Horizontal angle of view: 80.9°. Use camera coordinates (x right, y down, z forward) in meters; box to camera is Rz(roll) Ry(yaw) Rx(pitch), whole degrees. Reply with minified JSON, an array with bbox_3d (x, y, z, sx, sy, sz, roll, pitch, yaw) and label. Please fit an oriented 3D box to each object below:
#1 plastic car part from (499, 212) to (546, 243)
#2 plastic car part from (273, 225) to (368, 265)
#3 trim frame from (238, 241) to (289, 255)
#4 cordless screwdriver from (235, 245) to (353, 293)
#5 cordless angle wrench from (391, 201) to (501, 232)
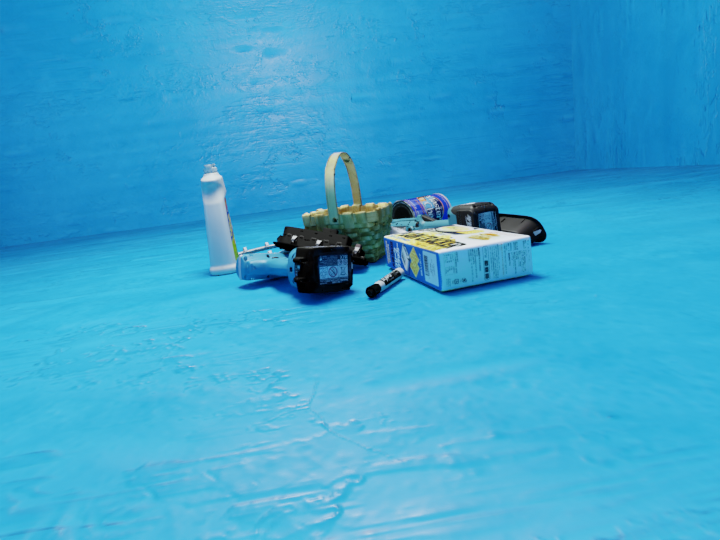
[{"bbox_3d":[0.312,-0.076,0.882,0.069,0.064,0.122,-30,25,-25],"label":"plastic car part"},{"bbox_3d":[-0.085,-0.055,0.865,0.209,0.067,0.064,7,-4,17],"label":"plastic car part"},{"bbox_3d":[-0.246,-0.058,1.166,0.239,0.027,0.194,-16,17,-40],"label":"trim frame"},{"bbox_3d":[-0.106,-0.008,0.779,0.152,0.074,0.261,-5,4,-40],"label":"cordless screwdriver"},{"bbox_3d":[0.142,-0.102,1.026,0.072,0.097,0.441,-13,10,-29],"label":"cordless angle wrench"}]
